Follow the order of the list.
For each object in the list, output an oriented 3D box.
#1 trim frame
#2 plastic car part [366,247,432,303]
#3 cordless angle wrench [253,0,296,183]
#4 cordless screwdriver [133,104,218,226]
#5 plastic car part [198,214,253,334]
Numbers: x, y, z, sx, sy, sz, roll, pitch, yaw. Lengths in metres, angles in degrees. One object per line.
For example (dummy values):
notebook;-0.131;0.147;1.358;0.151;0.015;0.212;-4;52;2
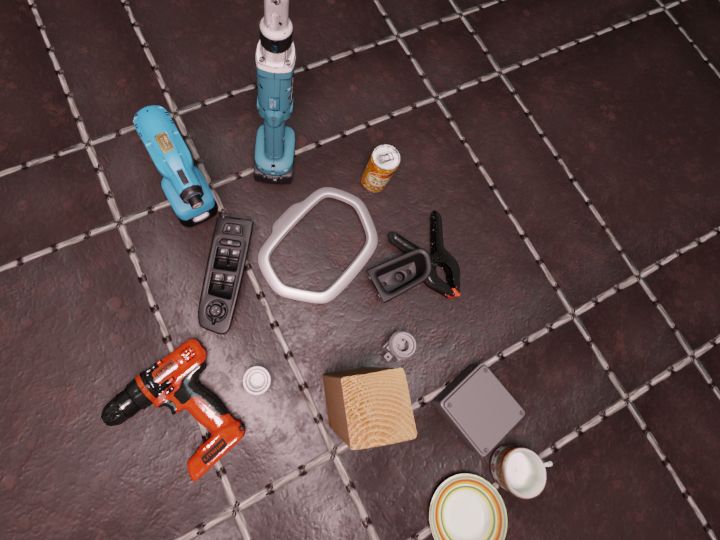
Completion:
trim frame;-0.078;-0.051;0.797;0.186;0.027;0.247;38;73;5
plastic car part;0.071;0.010;0.773;0.115;0.071;0.067;-25;81;-14
cordless angle wrench;-0.130;-0.257;0.646;0.073;0.422;0.099;5;76;-10
cordless screwdriver;-0.282;-0.134;0.684;0.073;0.248;0.162;-28;83;-16
plastic car part;-0.237;0.009;0.742;0.066;0.067;0.206;9;73;-7
